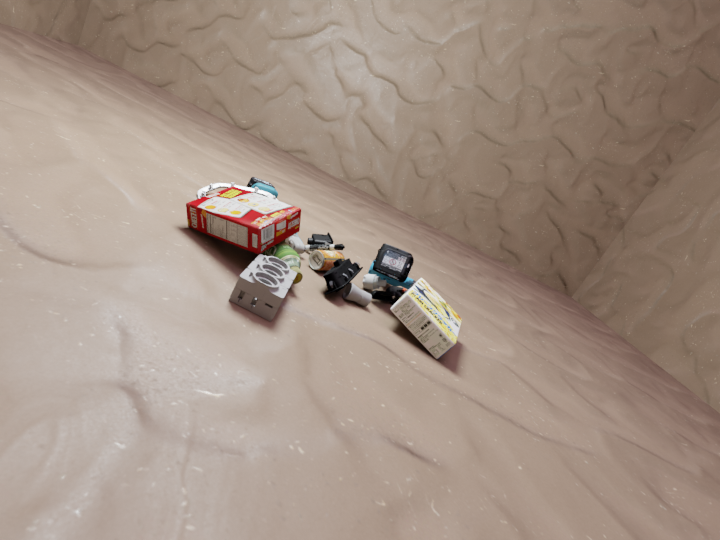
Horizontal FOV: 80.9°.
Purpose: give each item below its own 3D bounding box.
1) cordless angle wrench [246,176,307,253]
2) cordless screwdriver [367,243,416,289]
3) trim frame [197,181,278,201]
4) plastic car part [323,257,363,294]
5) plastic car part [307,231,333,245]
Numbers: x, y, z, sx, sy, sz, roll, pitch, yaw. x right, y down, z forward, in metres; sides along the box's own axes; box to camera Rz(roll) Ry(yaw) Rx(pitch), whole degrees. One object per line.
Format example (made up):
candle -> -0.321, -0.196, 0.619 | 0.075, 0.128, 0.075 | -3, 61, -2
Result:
cordless angle wrench -> -0.261, -0.169, 1.305 | 0.093, 0.074, 0.447 | 15, 23, -37
cordless screwdriver -> 0.105, 0.005, 1.196 | 0.161, 0.074, 0.245 | 24, -9, 4
trim frame -> -0.352, -0.211, 1.245 | 0.245, 0.027, 0.190 | 11, 33, -9
plastic car part -> -0.048, 0.007, 1.074 | 0.202, 0.068, 0.066 | -57, 128, -70
plastic car part -> -0.125, -0.082, 1.281 | 0.069, 0.065, 0.121 | 8, 18, -16
